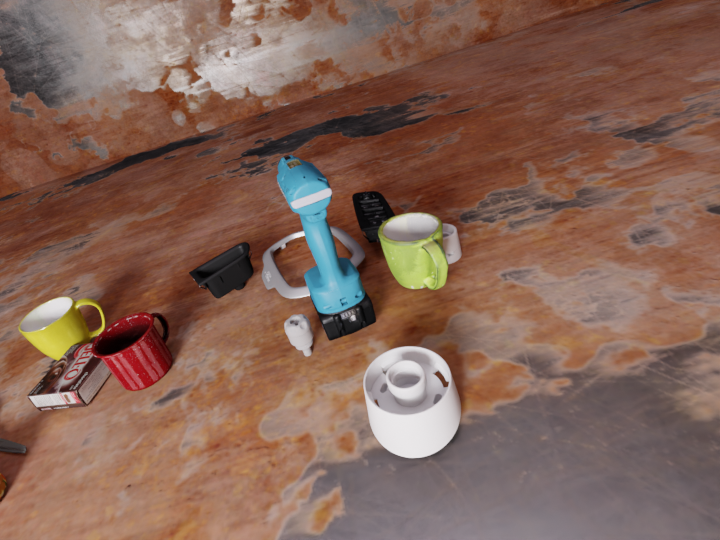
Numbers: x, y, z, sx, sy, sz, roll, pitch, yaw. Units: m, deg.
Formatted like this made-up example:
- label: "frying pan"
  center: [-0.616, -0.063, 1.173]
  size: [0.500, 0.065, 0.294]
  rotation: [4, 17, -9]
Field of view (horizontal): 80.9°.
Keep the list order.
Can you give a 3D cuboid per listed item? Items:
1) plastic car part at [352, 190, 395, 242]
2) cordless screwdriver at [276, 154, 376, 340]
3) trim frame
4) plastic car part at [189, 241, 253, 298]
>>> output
- label: "plastic car part"
  center: [0.026, -0.101, 0.805]
  size: [0.066, 0.064, 0.210]
  rotation: [-16, 32, 1]
- label: "cordless screwdriver"
  center: [-0.057, -0.038, 0.587]
  size: [0.074, 0.239, 0.167]
  rotation: [-21, 31, -9]
- label: "trim frame"
  center: [-0.096, -0.021, 0.781]
  size: [0.182, 0.026, 0.261]
  rotation: [-26, 33, -12]
- label: "plastic car part"
  center: [-0.239, 0.008, 0.768]
  size: [0.114, 0.068, 0.070]
  rotation: [-32, 34, -22]
